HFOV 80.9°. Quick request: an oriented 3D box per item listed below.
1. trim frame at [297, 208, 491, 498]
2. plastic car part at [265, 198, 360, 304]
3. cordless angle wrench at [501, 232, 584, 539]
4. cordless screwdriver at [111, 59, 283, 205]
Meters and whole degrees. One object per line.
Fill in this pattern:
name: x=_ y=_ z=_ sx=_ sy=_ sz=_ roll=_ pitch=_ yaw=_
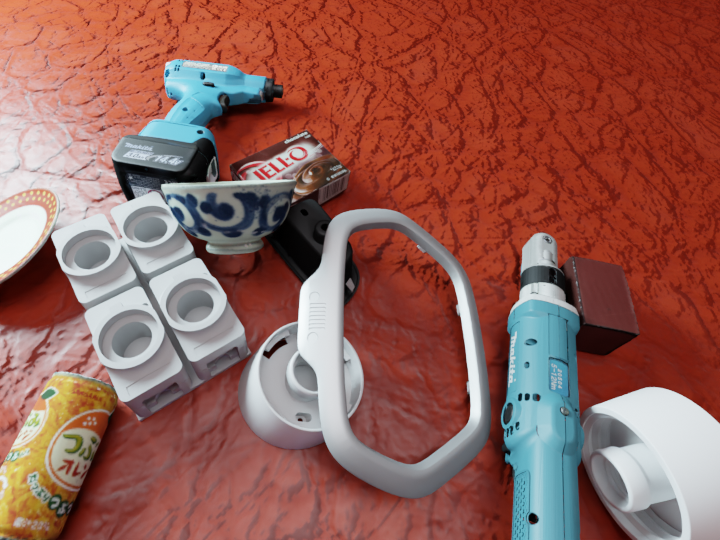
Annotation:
trim frame: x=0.034 y=0.053 z=0.368 sx=0.177 sy=0.028 sz=0.254 roll=12 pitch=61 yaw=-23
plastic car part: x=-0.042 y=-0.027 z=0.429 sx=0.065 sy=0.069 sz=0.122 roll=-30 pitch=61 yaw=-22
cordless angle wrench: x=0.140 y=0.124 z=0.330 sx=0.075 sy=0.096 sz=0.427 roll=19 pitch=53 yaw=1
cordless screwdriver: x=-0.188 y=-0.176 z=0.521 sx=0.159 sy=0.072 sz=0.256 roll=5 pitch=51 yaw=-3
